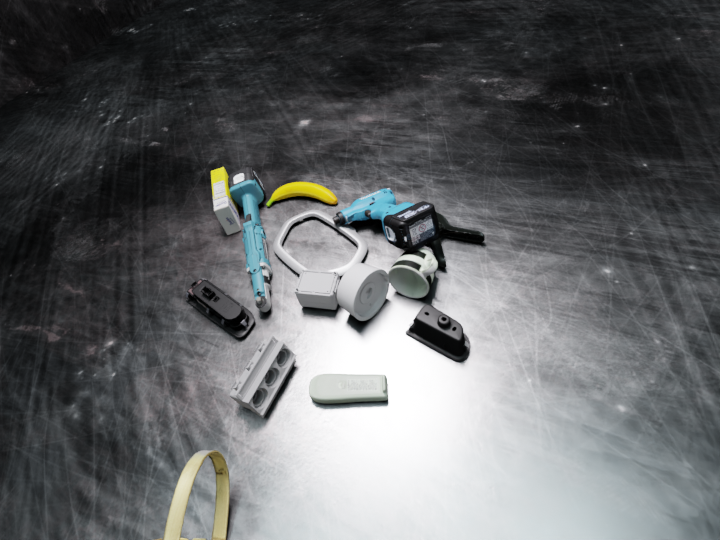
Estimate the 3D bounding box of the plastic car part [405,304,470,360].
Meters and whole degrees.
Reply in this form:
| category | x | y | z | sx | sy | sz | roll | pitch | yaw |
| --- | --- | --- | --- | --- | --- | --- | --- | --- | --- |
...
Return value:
| category | x | y | z | sx | sy | sz | roll | pitch | yaw |
| --- | --- | --- | --- | --- | --- | --- | --- | --- | --- |
| plastic car part | 0.144 | 0.103 | 0.763 | 0.123 | 0.068 | 0.065 | 27 | 62 | 35 |

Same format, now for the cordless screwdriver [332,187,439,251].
| category | x | y | z | sx | sy | sz | roll | pitch | yaw |
| --- | --- | --- | --- | --- | --- | --- | --- | --- | --- |
| cordless screwdriver | 0.048 | -0.112 | 0.927 | 0.157 | 0.072 | 0.261 | -25 | 28 | -14 |

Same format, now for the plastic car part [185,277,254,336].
| category | x | y | z | sx | sy | sz | roll | pitch | yaw |
| --- | --- | --- | --- | --- | --- | --- | --- | --- | --- |
| plastic car part | -0.309 | 0.069 | 0.920 | 0.214 | 0.064 | 0.065 | 29 | 54 | 30 |

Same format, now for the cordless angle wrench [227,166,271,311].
| category | x | y | z | sx | sy | sz | roll | pitch | yaw |
| --- | --- | --- | --- | --- | --- | --- | --- | --- | --- |
| cordless angle wrench | -0.257 | -0.082 | 1.022 | 0.075 | 0.093 | 0.442 | -22 | 52 | 4 |

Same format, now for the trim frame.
| category | x | y | z | sx | sy | sz | roll | pitch | yaw |
| --- | --- | --- | --- | --- | --- | --- | --- | --- | --- |
| trim frame | -0.098 | -0.064 | 0.998 | 0.182 | 0.026 | 0.263 | -41 | 51 | -19 |
